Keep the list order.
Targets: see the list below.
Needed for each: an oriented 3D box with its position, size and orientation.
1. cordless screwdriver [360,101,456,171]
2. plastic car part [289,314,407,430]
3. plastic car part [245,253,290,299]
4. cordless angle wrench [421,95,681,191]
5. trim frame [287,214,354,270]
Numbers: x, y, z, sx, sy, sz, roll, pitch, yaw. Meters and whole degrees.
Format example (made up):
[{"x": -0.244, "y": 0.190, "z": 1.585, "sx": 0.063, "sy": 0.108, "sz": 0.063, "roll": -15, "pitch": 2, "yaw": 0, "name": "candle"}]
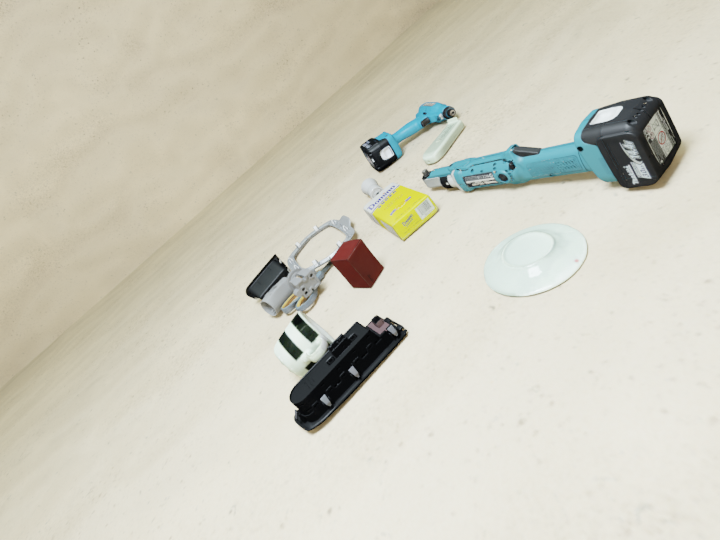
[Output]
[{"x": 0.129, "y": -0.368, "z": 1.139, "sx": 0.249, "sy": 0.071, "sz": 0.166, "roll": -36, "pitch": 27, "yaw": -1, "name": "cordless screwdriver"}, {"x": -0.026, "y": 0.137, "z": 0.601, "sx": 0.202, "sy": 0.064, "sz": 0.070, "roll": -48, "pitch": 33, "yaw": -10, "name": "plastic car part"}, {"x": -0.206, "y": 0.030, "z": 0.993, "sx": 0.075, "sy": 0.062, "sz": 0.116, "roll": 22, "pitch": 68, "yaw": 46, "name": "plastic car part"}, {"x": 0.247, "y": -0.171, "z": 0.690, "sx": 0.074, "sy": 0.094, "sz": 0.441, "roll": -48, "pitch": 24, "yaw": -18, "name": "cordless angle wrench"}, {"x": -0.099, "y": -0.065, "z": 1.010, "sx": 0.184, "sy": 0.026, "sz": 0.258, "roll": -40, "pitch": 22, "yaw": -4, "name": "trim frame"}]
